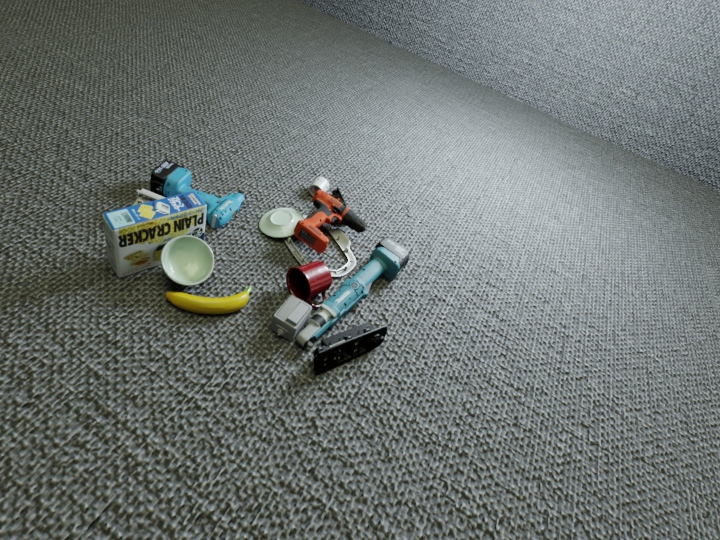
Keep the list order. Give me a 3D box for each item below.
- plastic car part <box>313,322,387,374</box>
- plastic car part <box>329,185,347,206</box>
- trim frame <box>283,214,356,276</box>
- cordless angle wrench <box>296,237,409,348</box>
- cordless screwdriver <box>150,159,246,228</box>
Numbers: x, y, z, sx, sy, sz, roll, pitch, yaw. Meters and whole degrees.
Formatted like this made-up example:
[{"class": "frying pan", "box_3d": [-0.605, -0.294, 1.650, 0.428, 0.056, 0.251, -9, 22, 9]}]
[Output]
[{"class": "plastic car part", "box_3d": [-0.028, 0.169, 0.968, 0.196, 0.065, 0.071, -14, 28, -29]}, {"class": "plastic car part", "box_3d": [-0.083, -0.195, 1.314, 0.070, 0.064, 0.122, -13, 55, -12]}, {"class": "trim frame", "box_3d": [-0.118, -0.077, 1.202, 0.178, 0.027, 0.261, -16, 52, -32]}, {"class": "cordless angle wrench", "box_3d": [-0.020, 0.054, 1.076, 0.101, 0.073, 0.415, 35, 48, 15]}, {"class": "cordless screwdriver", "box_3d": [-0.458, -0.227, 1.203, 0.251, 0.074, 0.159, 28, 43, 4]}]
